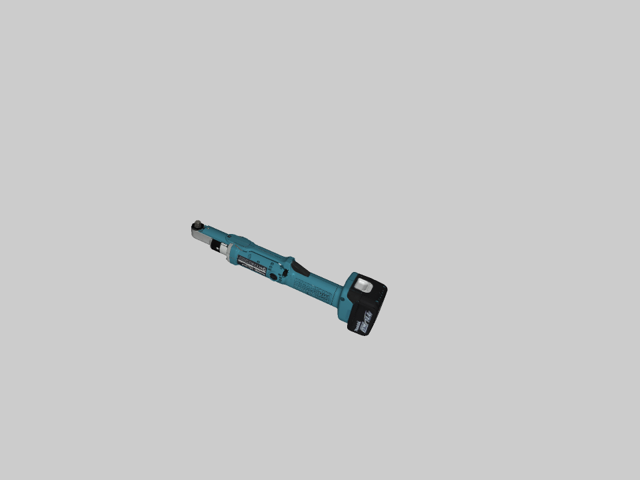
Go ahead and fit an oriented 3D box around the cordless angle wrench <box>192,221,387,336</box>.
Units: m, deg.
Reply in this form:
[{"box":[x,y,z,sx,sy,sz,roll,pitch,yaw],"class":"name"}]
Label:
[{"box":[-0.080,0.057,0.851,0.423,0.098,0.074,23,41,13],"class":"cordless angle wrench"}]
